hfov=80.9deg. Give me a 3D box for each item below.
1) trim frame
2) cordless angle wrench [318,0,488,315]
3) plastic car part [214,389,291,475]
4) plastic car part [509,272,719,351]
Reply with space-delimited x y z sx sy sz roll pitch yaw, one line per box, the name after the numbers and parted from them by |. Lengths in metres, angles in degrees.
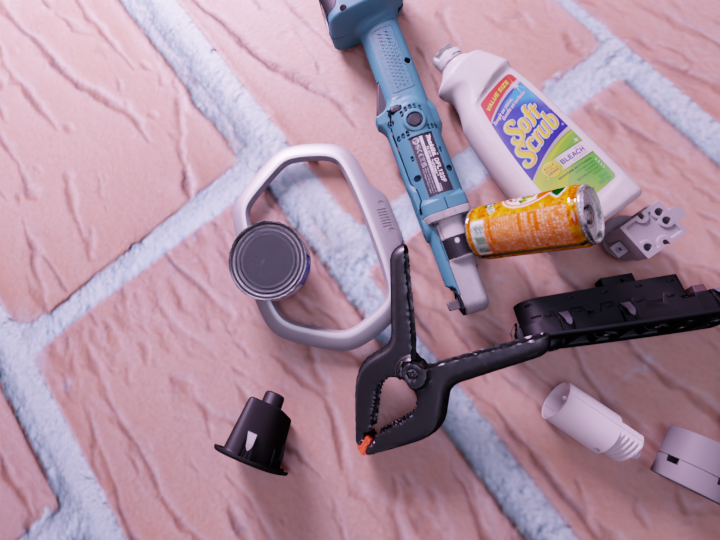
-0.048 -0.031 0.486 0.185 0.027 0.254 -22 76 5 | trim frame
0.056 -0.159 0.472 0.098 0.073 0.429 -19 80 4 | cordless angle wrench
-0.098 0.160 0.425 0.067 0.113 0.071 17 61 7 | plastic car part
0.242 0.041 0.412 0.205 0.064 0.069 -14 71 6 | plastic car part
